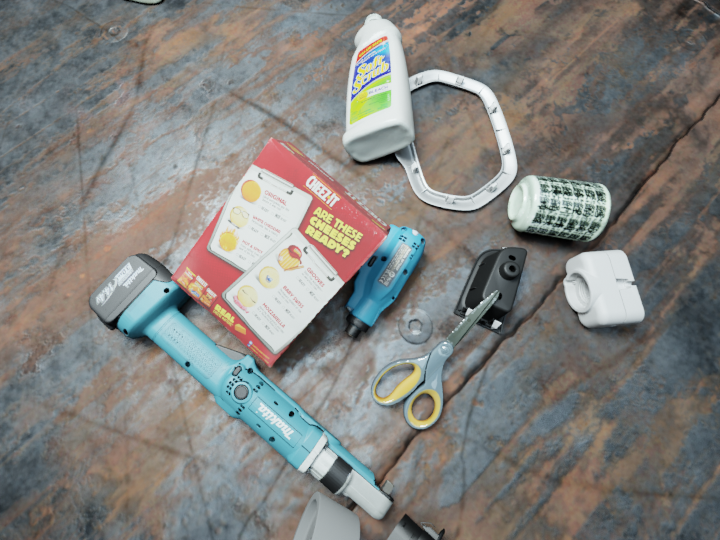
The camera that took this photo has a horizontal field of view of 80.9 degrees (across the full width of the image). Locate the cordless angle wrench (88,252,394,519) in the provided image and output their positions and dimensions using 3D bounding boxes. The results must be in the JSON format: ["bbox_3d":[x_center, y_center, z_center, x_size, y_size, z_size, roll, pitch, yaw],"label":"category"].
[{"bbox_3d":[-0.140,0.143,0.510,0.431,0.073,0.097,38,76,9],"label":"cordless angle wrench"}]

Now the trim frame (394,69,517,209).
[{"bbox_3d":[0.136,-0.206,0.644,0.184,0.027,0.253,-8,74,-2],"label":"trim frame"}]

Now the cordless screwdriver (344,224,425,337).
[{"bbox_3d":[-0.055,-0.036,0.566,0.252,0.073,0.159,32,82,6],"label":"cordless screwdriver"}]

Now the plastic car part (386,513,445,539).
[{"bbox_3d":[0.017,0.348,0.449,0.071,0.063,0.202,35,75,34],"label":"plastic car part"}]

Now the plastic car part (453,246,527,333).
[{"bbox_3d":[0.180,0.013,0.549,0.067,0.070,0.117,24,77,4],"label":"plastic car part"}]
